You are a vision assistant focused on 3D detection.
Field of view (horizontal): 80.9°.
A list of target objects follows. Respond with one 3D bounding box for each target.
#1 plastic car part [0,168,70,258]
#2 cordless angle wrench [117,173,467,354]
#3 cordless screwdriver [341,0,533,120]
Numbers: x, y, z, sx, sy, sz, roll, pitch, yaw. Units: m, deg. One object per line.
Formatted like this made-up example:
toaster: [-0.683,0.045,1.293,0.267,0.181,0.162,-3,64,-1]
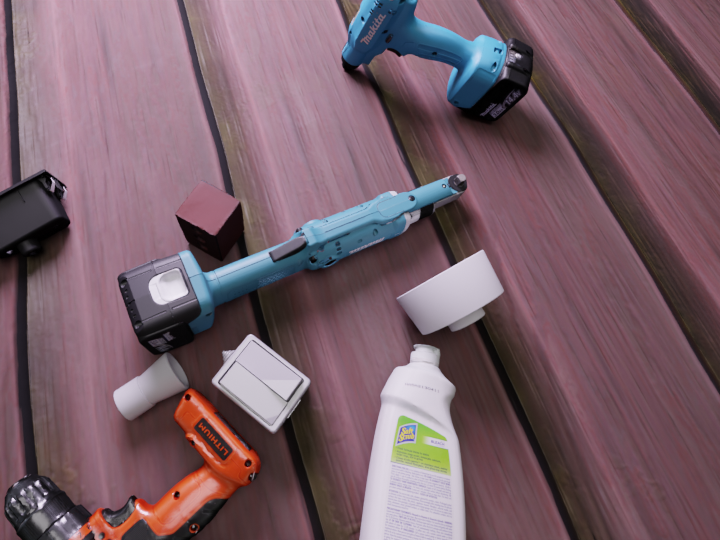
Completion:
plastic car part: [-0.389,-0.053,0.487,0.115,0.067,0.071,-38,92,-15]
cordless angle wrench: [-0.048,-0.031,0.492,0.415,0.097,0.076,-24,75,-18]
cordless screwdriver: [0.099,-0.294,0.596,0.243,0.162,0.075,22,71,-14]
